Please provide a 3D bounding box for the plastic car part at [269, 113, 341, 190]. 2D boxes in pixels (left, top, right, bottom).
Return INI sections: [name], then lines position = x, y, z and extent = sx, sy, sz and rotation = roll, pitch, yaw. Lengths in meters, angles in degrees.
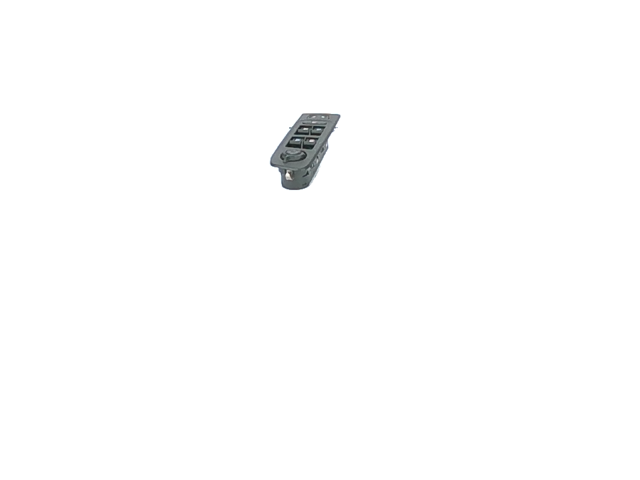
[plastic car part]
position = -0.023, -0.135, 0.640
extent = 0.066, 0.067, 0.202
rotation = 13, 35, 8
